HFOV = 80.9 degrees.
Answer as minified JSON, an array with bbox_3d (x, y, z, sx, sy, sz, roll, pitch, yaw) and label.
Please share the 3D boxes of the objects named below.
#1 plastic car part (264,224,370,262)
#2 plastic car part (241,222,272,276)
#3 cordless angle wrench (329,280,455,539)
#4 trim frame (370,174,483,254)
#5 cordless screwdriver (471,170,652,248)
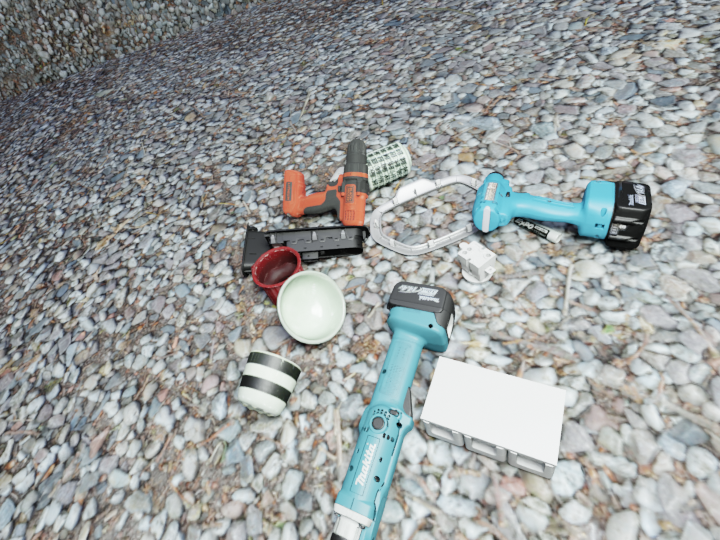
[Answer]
[{"bbox_3d":[-0.080,-0.052,0.815,0.203,0.064,0.069,-8,60,1],"label":"plastic car part"},{"bbox_3d":[-0.204,-0.037,0.873,0.071,0.064,0.121,-5,51,-3],"label":"plastic car part"},{"bbox_3d":[0.031,0.209,0.559,0.102,0.071,0.426,7,56,26],"label":"cordless angle wrench"},{"bbox_3d":[0.137,-0.116,0.826,0.249,0.026,0.193,-24,46,2],"label":"trim frame"},{"bbox_3d":[0.325,-0.117,0.709,0.258,0.071,0.159,8,42,22],"label":"cordless screwdriver"}]
